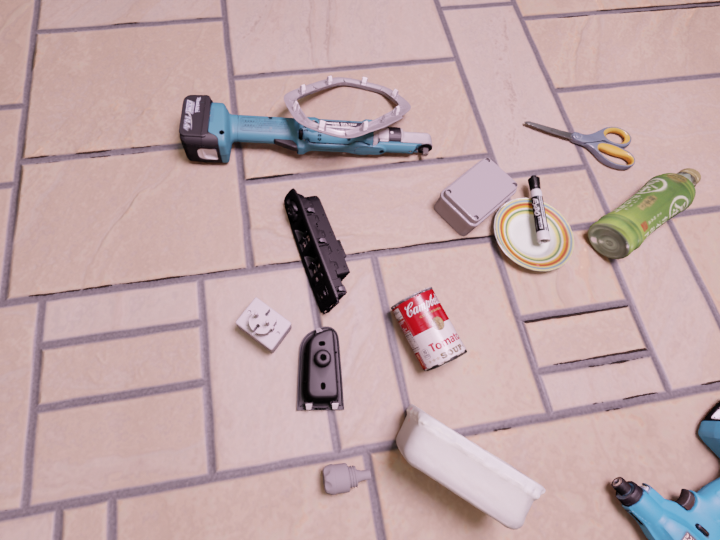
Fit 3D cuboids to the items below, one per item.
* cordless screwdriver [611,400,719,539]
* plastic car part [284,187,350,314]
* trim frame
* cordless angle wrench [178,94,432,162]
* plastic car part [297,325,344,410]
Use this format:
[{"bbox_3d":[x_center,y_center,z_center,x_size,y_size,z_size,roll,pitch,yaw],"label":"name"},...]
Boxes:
[{"bbox_3d":[0.461,0.266,0.556,0.247,0.073,0.163,-43,77,-13],"label":"cordless screwdriver"},{"bbox_3d":[-0.064,-0.042,0.653,0.065,0.066,0.209,-19,71,-22],"label":"plastic car part"},{"bbox_3d":[-0.018,-0.287,0.725,0.192,0.027,0.243,35,47,20],"label":"trim frame"},{"bbox_3d":[-0.085,-0.232,0.724,0.419,0.073,0.100,2,70,-5],"label":"cordless angle wrench"},{"bbox_3d":[-0.054,0.131,0.581,0.065,0.070,0.119,0,72,-7],"label":"plastic car part"}]
